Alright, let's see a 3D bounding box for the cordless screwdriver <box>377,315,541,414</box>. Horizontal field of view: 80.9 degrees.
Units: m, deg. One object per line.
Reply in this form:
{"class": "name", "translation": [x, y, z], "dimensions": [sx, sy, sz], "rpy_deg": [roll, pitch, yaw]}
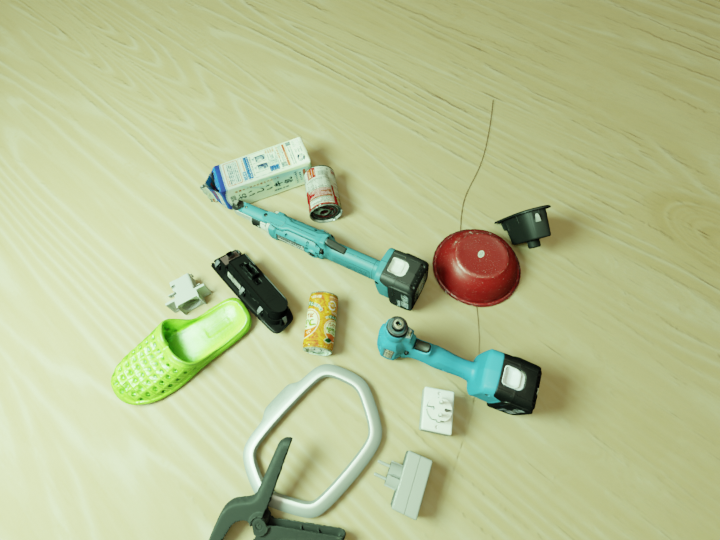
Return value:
{"class": "cordless screwdriver", "translation": [0.148, 0.140, 0.664], "dimensions": [0.255, 0.154, 0.075], "rpy_deg": [20, 69, 12]}

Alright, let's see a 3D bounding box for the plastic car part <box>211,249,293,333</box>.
{"class": "plastic car part", "translation": [-0.200, 0.028, 0.807], "dimensions": [0.064, 0.067, 0.210], "rpy_deg": [-26, 65, -42]}

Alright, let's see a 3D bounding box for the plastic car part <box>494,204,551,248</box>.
{"class": "plastic car part", "translation": [0.308, -0.075, 0.780], "dimensions": [0.066, 0.116, 0.071], "rpy_deg": [-14, 90, -3]}

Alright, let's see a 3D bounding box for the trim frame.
{"class": "trim frame", "translation": [-0.079, 0.274, 0.699], "dimensions": [0.191, 0.026, 0.247], "rpy_deg": [39, 76, 20]}

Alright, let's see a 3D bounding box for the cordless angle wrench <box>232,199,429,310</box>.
{"class": "cordless angle wrench", "translation": [-0.081, -0.053, 0.827], "dimensions": [0.440, 0.094, 0.074], "rpy_deg": [24, 69, 21]}
